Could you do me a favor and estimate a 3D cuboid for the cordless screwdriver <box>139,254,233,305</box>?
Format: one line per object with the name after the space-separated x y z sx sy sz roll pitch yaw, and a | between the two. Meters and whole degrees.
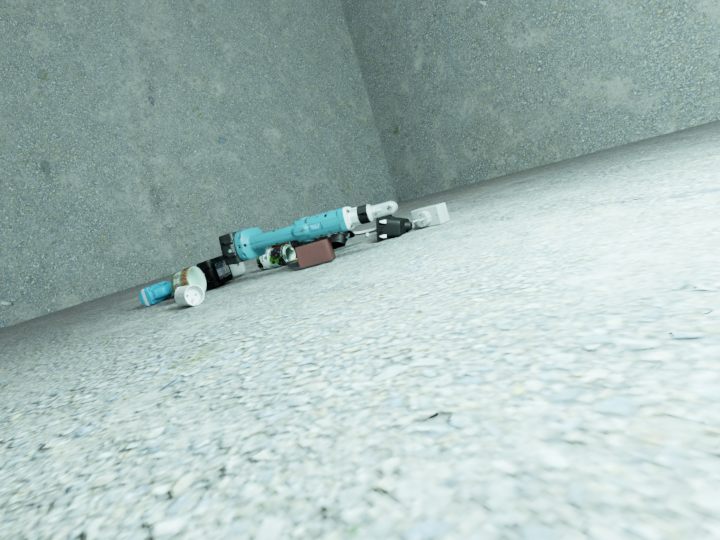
-0.476 0.028 1.185 0.254 0.074 0.157 -18 7 15 | cordless screwdriver

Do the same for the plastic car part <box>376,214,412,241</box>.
0.091 -0.111 1.061 0.074 0.065 0.113 5 14 29 | plastic car part

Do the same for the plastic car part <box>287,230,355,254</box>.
-0.113 -0.074 1.153 0.210 0.063 0.068 -15 45 30 | plastic car part

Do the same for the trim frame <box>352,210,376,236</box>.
-0.004 -0.125 1.176 0.185 0.028 0.244 -8 -10 0 | trim frame

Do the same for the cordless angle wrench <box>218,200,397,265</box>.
-0.123 -0.093 0.957 0.435 0.074 0.096 -12 7 22 | cordless angle wrench
